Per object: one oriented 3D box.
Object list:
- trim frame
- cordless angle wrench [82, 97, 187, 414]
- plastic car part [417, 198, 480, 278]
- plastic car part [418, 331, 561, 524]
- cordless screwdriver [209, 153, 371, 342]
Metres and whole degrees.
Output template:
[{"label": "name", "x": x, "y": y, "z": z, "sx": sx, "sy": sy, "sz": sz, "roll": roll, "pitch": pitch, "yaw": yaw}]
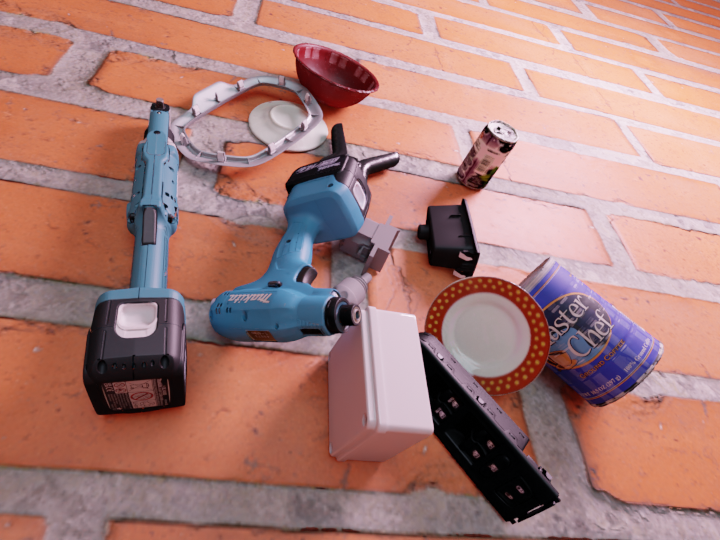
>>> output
[{"label": "trim frame", "x": -0.170, "y": -0.236, "z": 0.644, "sx": 0.191, "sy": 0.027, "sz": 0.246, "roll": 32, "pitch": 59, "yaw": 19}, {"label": "cordless angle wrench", "x": -0.234, "y": -0.064, "z": 0.477, "sx": 0.072, "sy": 0.096, "sz": 0.441, "roll": -1, "pitch": 49, "yaw": -21}, {"label": "plastic car part", "x": 0.116, "y": -0.047, "z": 0.581, "sx": 0.071, "sy": 0.064, "sz": 0.120, "roll": 0, "pitch": 49, "yaw": -1}, {"label": "plastic car part", "x": 0.103, "y": 0.136, "z": 0.427, "sx": 0.065, "sy": 0.066, "sz": 0.210, "roll": -25, "pitch": 63, "yaw": -43}, {"label": "cordless screwdriver", "x": -0.045, "y": -0.029, "z": 0.461, "sx": 0.166, "sy": 0.071, "sz": 0.251, "roll": -6, "pitch": 43, "yaw": 30}]
